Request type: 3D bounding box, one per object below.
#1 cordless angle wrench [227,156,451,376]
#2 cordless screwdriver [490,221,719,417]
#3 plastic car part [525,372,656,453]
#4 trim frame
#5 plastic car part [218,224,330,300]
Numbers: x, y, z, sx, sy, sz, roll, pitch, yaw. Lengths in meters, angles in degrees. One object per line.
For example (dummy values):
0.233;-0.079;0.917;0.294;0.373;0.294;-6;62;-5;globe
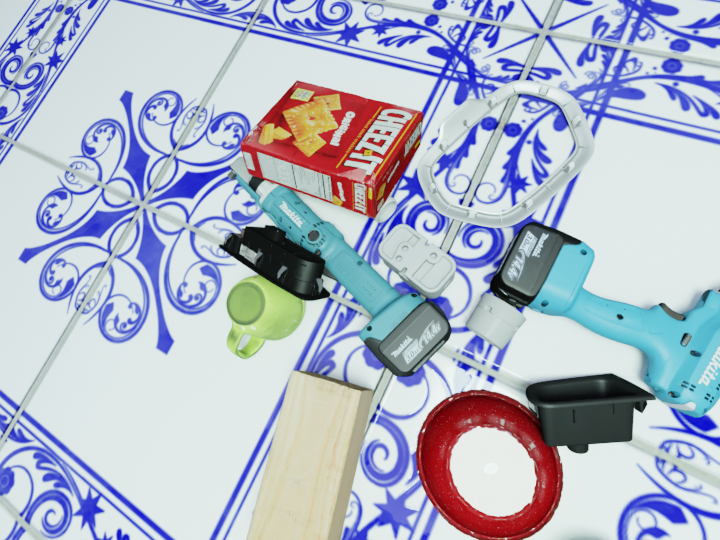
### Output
-0.059;-0.038;0.601;0.098;0.071;0.442;-45;66;-1;cordless angle wrench
0.294;0.025;0.484;0.257;0.072;0.159;33;83;17;cordless screwdriver
0.240;0.159;0.458;0.116;0.066;0.070;-9;94;-1;plastic car part
0.199;-0.168;0.592;0.249;0.026;0.192;-42;67;2;trim frame
-0.110;-0.019;0.567;0.215;0.063;0.067;32;104;41;plastic car part
